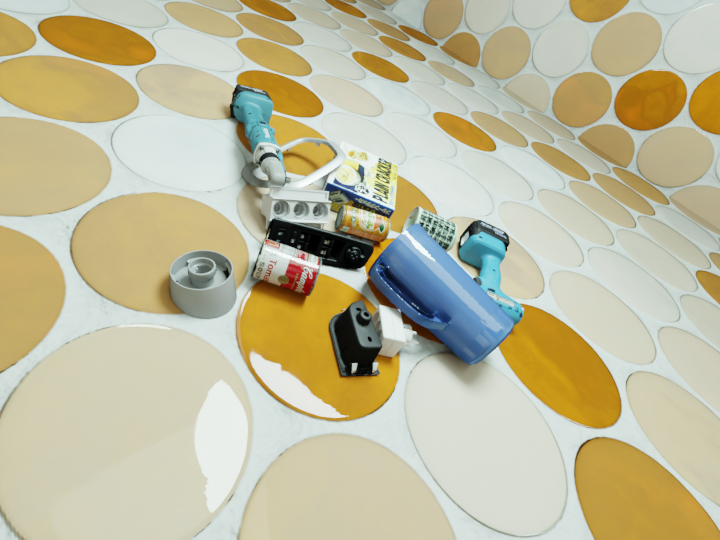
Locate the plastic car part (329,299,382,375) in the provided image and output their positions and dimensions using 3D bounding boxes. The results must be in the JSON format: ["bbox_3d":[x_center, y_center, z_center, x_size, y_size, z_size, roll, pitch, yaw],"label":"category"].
[{"bbox_3d":[-0.004,0.095,0.653,0.063,0.071,0.122,6,47,-28],"label":"plastic car part"}]

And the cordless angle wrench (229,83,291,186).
[{"bbox_3d":[-0.218,-0.297,0.920,0.094,0.073,0.444,5,36,-26],"label":"cordless angle wrench"}]

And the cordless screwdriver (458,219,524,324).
[{"bbox_3d":[0.250,-0.008,0.904,0.157,0.074,0.253,20,43,-8],"label":"cordless screwdriver"}]

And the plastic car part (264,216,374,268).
[{"bbox_3d":[-0.077,-0.050,0.788,0.198,0.066,0.069,14,15,-13],"label":"plastic car part"}]

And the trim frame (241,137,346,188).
[{"bbox_3d":[-0.144,-0.237,0.930,0.193,0.026,0.245,26,51,28],"label":"trim frame"}]
